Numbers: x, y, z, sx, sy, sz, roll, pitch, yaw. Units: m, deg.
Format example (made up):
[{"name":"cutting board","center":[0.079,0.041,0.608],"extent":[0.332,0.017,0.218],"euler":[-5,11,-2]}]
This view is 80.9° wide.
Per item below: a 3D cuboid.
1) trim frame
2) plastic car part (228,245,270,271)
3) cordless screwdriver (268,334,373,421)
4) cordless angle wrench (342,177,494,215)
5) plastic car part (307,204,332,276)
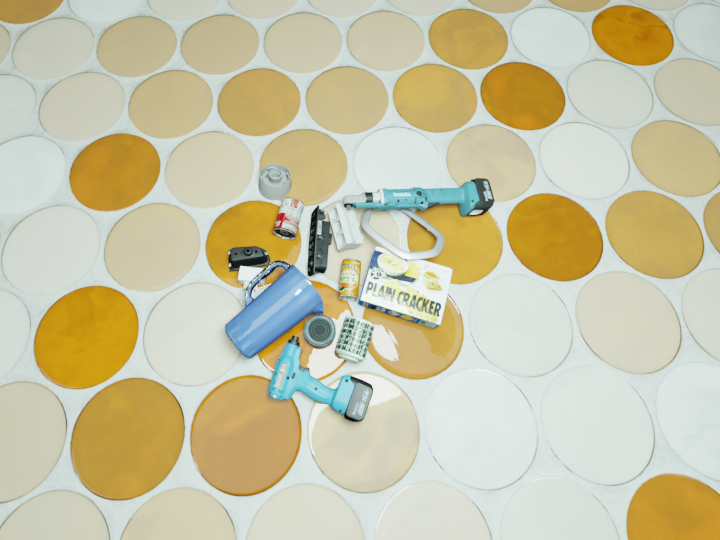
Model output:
[{"name":"trim frame","center":[0.115,-0.116,1.177],"extent":[0.260,0.027,0.180],"euler":[37,56,26]},{"name":"plastic car part","center":[-0.311,-0.042,1.161],"extent":[0.116,0.069,0.067],"euler":[-8,73,-1]},{"name":"cordless screwdriver","center":[-0.092,0.268,1.047],"extent":[0.253,0.072,0.161],"euler":[15,71,9]},{"name":"cordless angle wrench","center":[0.157,-0.202,1.185],"extent":[0.417,0.074,0.100],"euler":[-3,71,-9]},{"name":"plastic car part","center":[-0.116,-0.076,1.182],"extent":[0.064,0.068,0.206],"euler":[16,67,-25]}]
